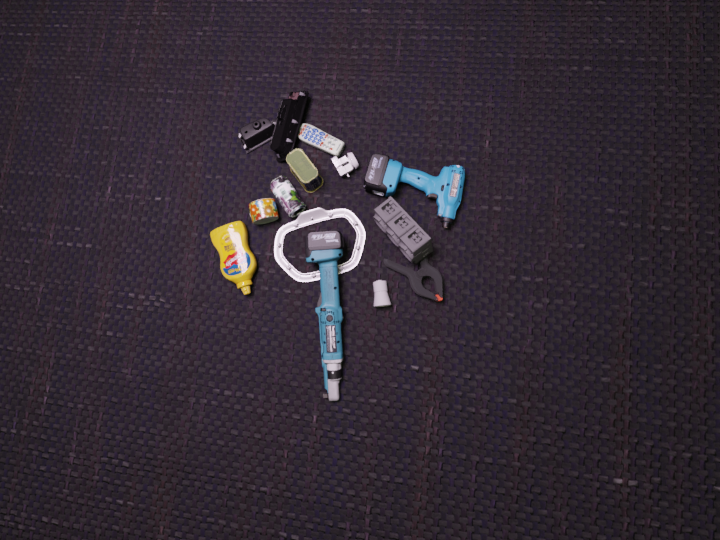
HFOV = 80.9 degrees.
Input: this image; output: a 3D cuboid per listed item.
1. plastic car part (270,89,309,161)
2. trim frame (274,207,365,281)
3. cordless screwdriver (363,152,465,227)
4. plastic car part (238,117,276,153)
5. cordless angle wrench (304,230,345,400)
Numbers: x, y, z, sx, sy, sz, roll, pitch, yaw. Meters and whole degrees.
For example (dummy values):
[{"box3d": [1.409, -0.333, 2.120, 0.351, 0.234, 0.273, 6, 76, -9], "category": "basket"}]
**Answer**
[{"box3d": [-0.198, -0.397, 1.146, 0.070, 0.064, 0.203, 11, 88, 33], "category": "plastic car part"}, {"box3d": [-0.109, -0.071, 1.115, 0.251, 0.027, 0.187, -15, 80, 7], "category": "trim frame"}, {"box3d": [0.132, -0.206, 1.080, 0.251, 0.073, 0.160, 12, 84, 5], "category": "cordless screwdriver"}, {"box3d": [-0.283, -0.384, 1.160, 0.117, 0.069, 0.067, -27, 83, 5], "category": "plastic car part"}, {"box3d": [-0.077, 0.113, 1.055, 0.099, 0.074, 0.423, -4, 90, 4], "category": "cordless angle wrench"}]
